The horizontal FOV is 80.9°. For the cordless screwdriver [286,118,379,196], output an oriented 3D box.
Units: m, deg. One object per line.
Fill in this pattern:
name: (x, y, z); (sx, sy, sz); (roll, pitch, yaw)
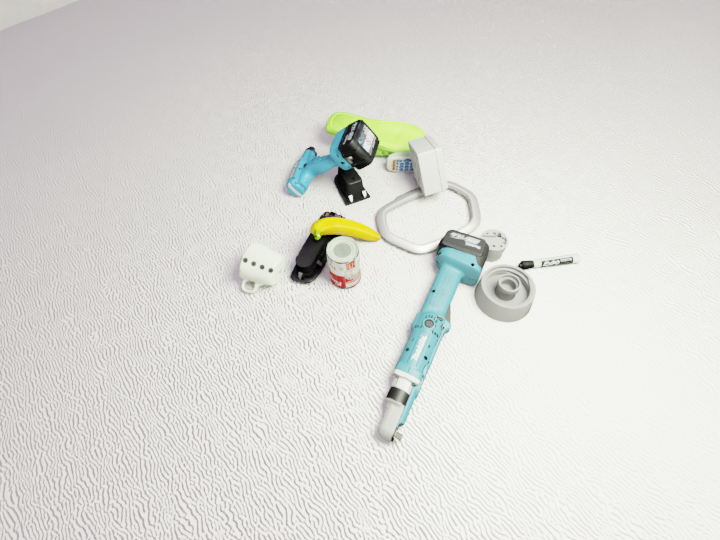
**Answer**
cordless screwdriver: (-0.072, -0.283, 1.026); (0.258, 0.070, 0.161); (-16, 46, 40)

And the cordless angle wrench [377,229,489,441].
cordless angle wrench: (0.129, 0.110, 0.792); (0.102, 0.071, 0.424); (20, 62, 19)

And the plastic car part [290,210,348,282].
plastic car part: (-0.092, -0.060, 0.946); (0.068, 0.065, 0.204); (20, 62, 10)

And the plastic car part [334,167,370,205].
plastic car part: (-0.029, -0.230, 1.047); (0.065, 0.068, 0.122); (-20, 59, -11)

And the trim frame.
trim frame: (0.158, -0.129, 0.978); (0.246, 0.026, 0.193); (-27, 57, -9)
